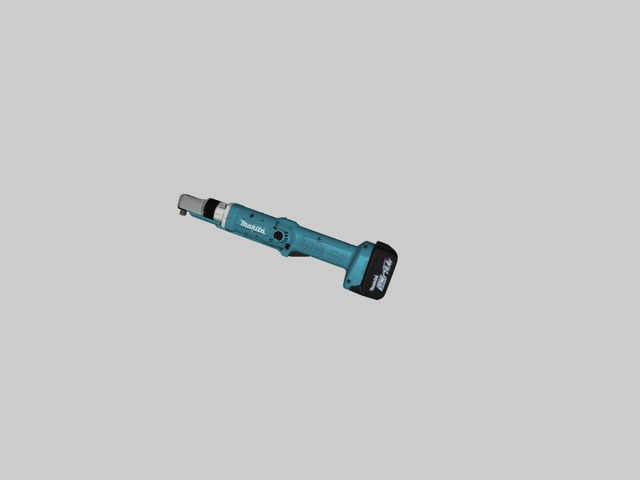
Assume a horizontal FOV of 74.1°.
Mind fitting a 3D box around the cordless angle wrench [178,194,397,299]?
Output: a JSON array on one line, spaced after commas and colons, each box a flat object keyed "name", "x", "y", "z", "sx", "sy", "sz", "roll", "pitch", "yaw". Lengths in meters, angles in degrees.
[{"name": "cordless angle wrench", "x": -0.071, "y": -0.008, "z": 0.786, "sx": 0.423, "sy": 0.098, "sz": 0.074, "roll": 20, "pitch": 9, "yaw": 7}]
